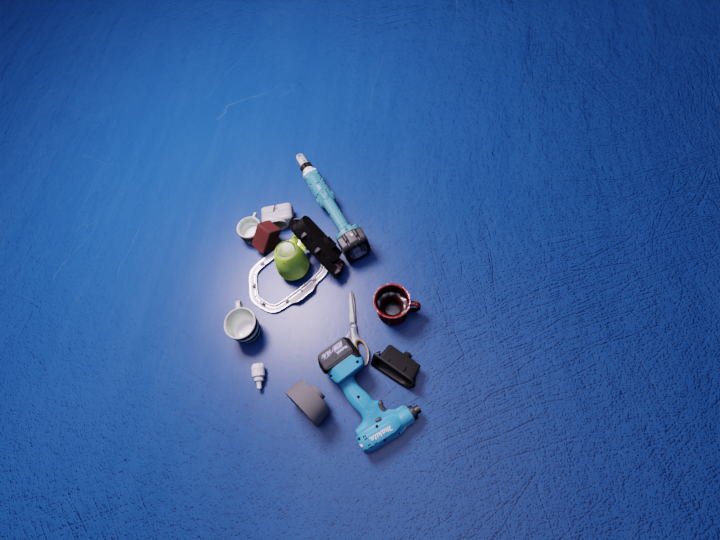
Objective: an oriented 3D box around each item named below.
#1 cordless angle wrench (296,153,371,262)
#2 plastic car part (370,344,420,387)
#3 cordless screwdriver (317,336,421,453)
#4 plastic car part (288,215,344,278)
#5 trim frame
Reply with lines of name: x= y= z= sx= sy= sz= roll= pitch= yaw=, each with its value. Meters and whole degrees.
cordless angle wrench: x=-0.103 y=-0.213 z=1.263 sx=0.074 sy=0.093 sz=0.443 roll=-29 pitch=59 yaw=-3
plastic car part: x=0.092 y=0.224 z=1.021 sx=0.121 sy=0.064 sz=0.070 roll=28 pitch=57 yaw=18
cordless screwdriver: x=0.015 y=0.272 z=0.990 sx=0.158 sy=0.072 sz=0.257 roll=-30 pitch=71 yaw=-6
plastic car part: x=-0.112 y=-0.073 z=1.141 sx=0.201 sy=0.068 sz=0.066 roll=44 pitch=39 yaw=-5
trim frame: x=-0.208 y=0.009 z=1.203 sx=0.247 sy=0.026 sz=0.192 roll=-37 pitch=64 yaw=-11
